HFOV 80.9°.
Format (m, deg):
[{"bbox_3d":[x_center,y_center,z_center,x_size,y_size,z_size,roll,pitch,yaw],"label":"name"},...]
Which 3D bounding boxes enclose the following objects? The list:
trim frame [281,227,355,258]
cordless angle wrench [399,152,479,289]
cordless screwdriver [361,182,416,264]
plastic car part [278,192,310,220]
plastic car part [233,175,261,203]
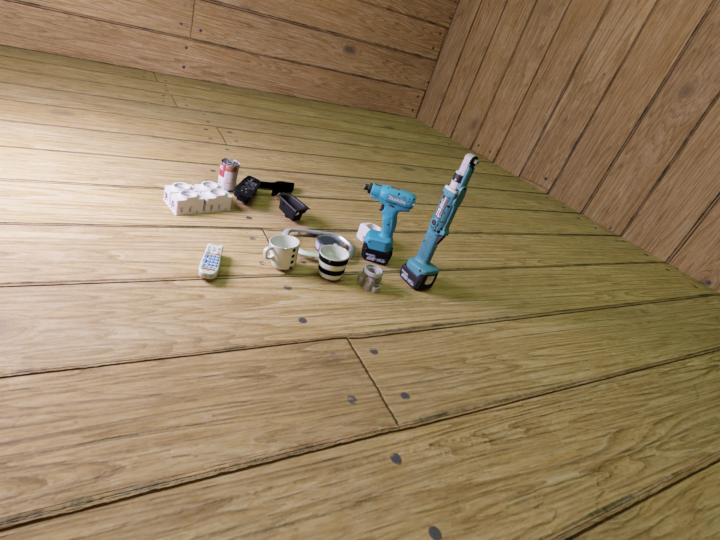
[{"bbox_3d":[-0.131,-0.086,1.342,0.240,0.027,0.193,3,33,-23],"label":"trim frame"},{"bbox_3d":[0.231,-0.136,1.214,0.071,0.417,0.103,-3,36,-35],"label":"cordless angle wrench"},{"bbox_3d":[0.058,-0.149,1.323,0.160,0.245,0.075,20,29,2],"label":"cordless screwdriver"},{"bbox_3d":[-0.239,-0.211,1.453,0.063,0.070,0.123,-15,43,-44],"label":"plastic car part"},{"bbox_3d":[-0.399,-0.284,1.499,0.066,0.066,0.207,14,30,-7],"label":"plastic car part"}]
